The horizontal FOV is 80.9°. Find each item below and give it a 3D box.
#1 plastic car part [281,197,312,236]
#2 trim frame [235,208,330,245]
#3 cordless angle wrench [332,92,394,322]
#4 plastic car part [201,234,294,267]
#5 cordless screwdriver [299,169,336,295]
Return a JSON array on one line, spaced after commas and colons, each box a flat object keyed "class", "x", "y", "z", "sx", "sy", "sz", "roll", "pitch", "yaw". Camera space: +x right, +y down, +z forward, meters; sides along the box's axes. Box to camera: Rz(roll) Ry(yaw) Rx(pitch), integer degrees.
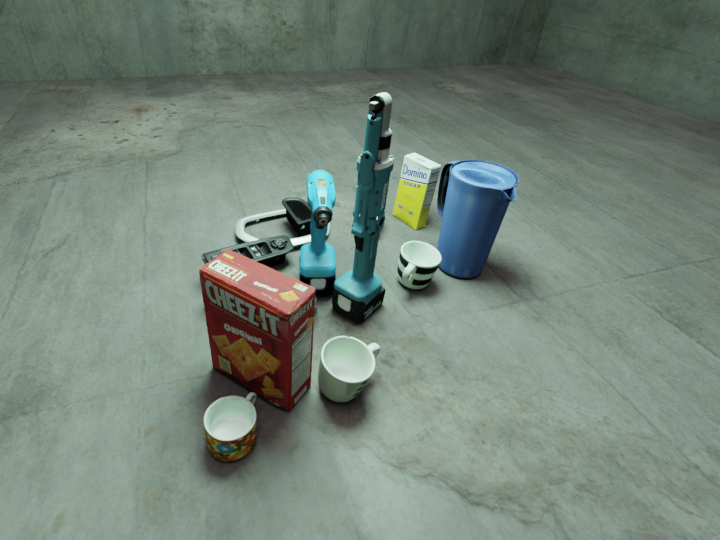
[{"class": "plastic car part", "x": -0.152, "y": -0.127, "z": 1.054, "sx": 0.064, "sy": 0.069, "sz": 0.123, "roll": -17, "pitch": 42, "yaw": -27}, {"class": "trim frame", "x": -0.192, "y": -0.111, "z": 1.065, "sx": 0.241, "sy": 0.027, "sz": 0.195, "roll": -17, "pitch": 42, "yaw": -25}, {"class": "cordless angle wrench", "x": 0.013, "y": -0.092, "z": 0.734, "sx": 0.078, "sy": 0.412, "sz": 0.096, "roll": 28, "pitch": 41, "yaw": 26}, {"class": "plastic car part", "x": -0.234, "y": -0.024, "z": 0.915, "sx": 0.197, "sy": 0.065, "sz": 0.070, "roll": -22, "pitch": 44, "yaw": -30}, {"class": "cordless screwdriver", "x": -0.080, "y": -0.052, "z": 0.816, "sx": 0.074, "sy": 0.242, "sz": 0.165, "roll": 1, "pitch": 37, "yaw": -8}]
